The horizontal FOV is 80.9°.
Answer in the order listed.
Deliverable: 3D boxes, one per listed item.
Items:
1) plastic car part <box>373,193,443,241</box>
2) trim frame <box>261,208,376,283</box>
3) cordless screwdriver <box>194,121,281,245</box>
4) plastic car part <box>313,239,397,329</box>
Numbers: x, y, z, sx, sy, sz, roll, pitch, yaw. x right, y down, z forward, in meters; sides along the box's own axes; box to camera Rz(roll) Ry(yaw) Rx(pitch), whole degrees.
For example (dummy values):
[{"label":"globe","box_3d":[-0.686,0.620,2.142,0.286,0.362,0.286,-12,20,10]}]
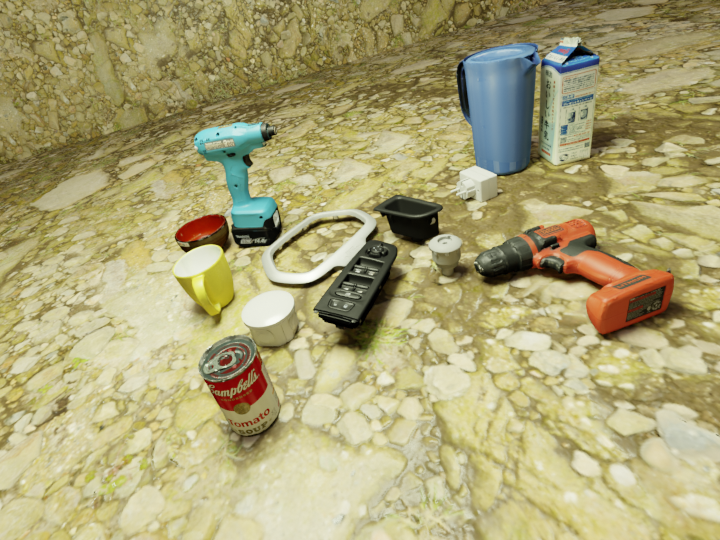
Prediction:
[{"label":"plastic car part","box_3d":[0.091,-0.086,0.750,0.065,0.068,0.123,-34,38,-27]},{"label":"trim frame","box_3d":[-0.079,-0.052,0.807,0.194,0.026,0.245,16,45,38]},{"label":"cordless screwdriver","box_3d":[-0.214,-0.170,0.842,0.163,0.239,0.075,-4,33,15]},{"label":"plastic car part","box_3d":[0.006,0.022,0.632,0.069,0.064,0.202,3,38,25]}]
